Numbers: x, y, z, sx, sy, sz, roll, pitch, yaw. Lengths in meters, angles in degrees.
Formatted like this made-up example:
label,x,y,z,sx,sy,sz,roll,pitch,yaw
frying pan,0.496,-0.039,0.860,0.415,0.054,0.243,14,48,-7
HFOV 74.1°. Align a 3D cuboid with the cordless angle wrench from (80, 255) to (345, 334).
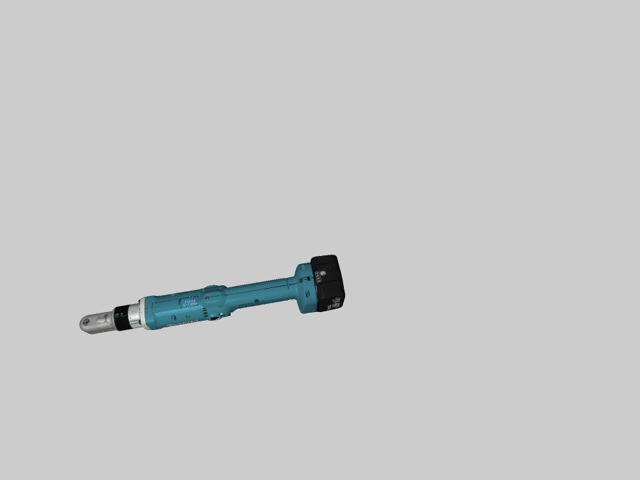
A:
label,x,y,z,sx,sy,sz,roll,pitch,yaw
cordless angle wrench,-0.174,0.104,0.698,0.423,0.074,0.098,-9,-24,-6
